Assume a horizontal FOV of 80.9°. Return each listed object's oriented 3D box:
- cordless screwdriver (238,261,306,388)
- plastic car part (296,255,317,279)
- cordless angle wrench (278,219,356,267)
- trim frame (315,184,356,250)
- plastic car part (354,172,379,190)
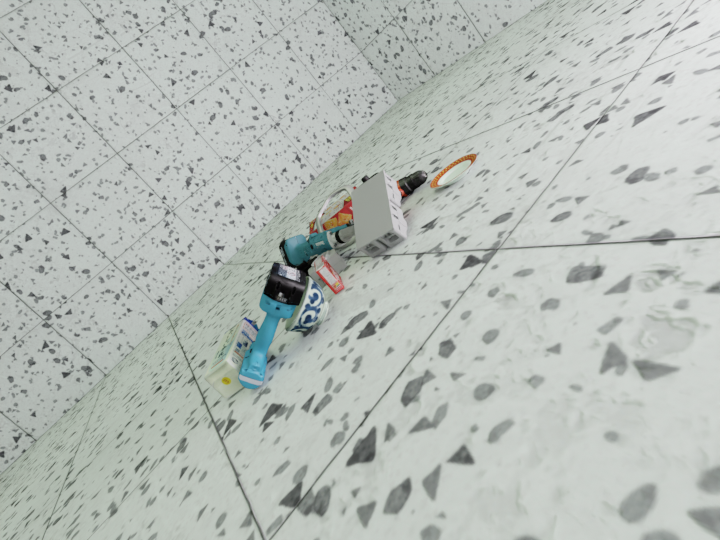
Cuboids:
[{"bbox_3d":[-0.191,0.105,0.891,0.163,0.073,0.247,-113,45,-72],"label":"cordless screwdriver"},{"bbox_3d":[-0.158,0.019,1.168,0.204,0.065,0.068,-41,22,10],"label":"plastic car part"},{"bbox_3d":[-0.118,-0.077,1.209,0.072,0.097,0.437,-22,5,-30],"label":"cordless angle wrench"},{"bbox_3d":[-0.059,-0.161,1.279,0.186,0.026,0.260,-42,42,19],"label":"trim frame"},{"bbox_3d":[0.025,-0.228,1.174,0.117,0.069,0.067,-42,13,13],"label":"plastic car part"}]
